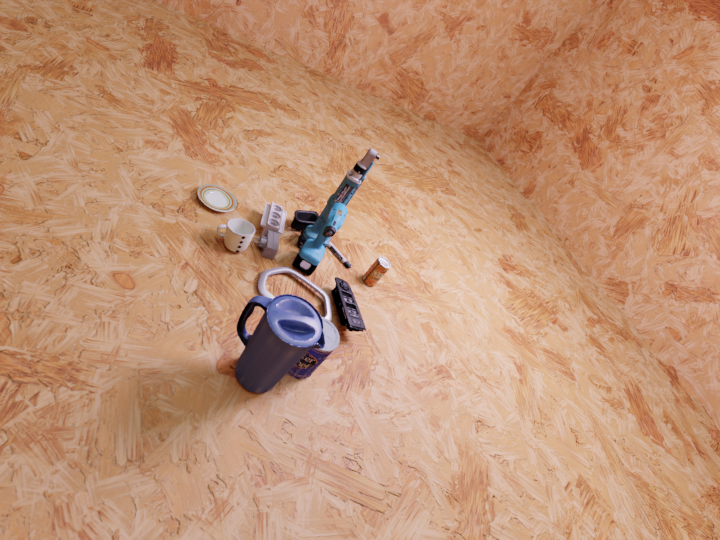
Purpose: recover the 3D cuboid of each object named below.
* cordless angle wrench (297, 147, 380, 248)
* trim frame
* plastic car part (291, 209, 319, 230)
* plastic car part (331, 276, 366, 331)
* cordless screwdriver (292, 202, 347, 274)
[{"bbox_3d":[-0.071,-0.216,1.347,0.096,0.424,0.075,32,36,-10],"label":"cordless angle wrench"},{"bbox_3d":[-0.192,0.078,1.252,0.249,0.027,0.183,35,36,0],"label":"trim frame"},{"bbox_3d":[-0.201,-0.169,1.493,0.111,0.071,0.069,-2,51,-41],"label":"plastic car part"},{"bbox_3d":[-0.045,0.109,1.299,0.063,0.067,0.212,13,41,-30],"label":"plastic car part"},{"bbox_3d":[-0.127,-0.083,1.299,0.073,0.249,0.161,32,36,-10],"label":"cordless screwdriver"}]
